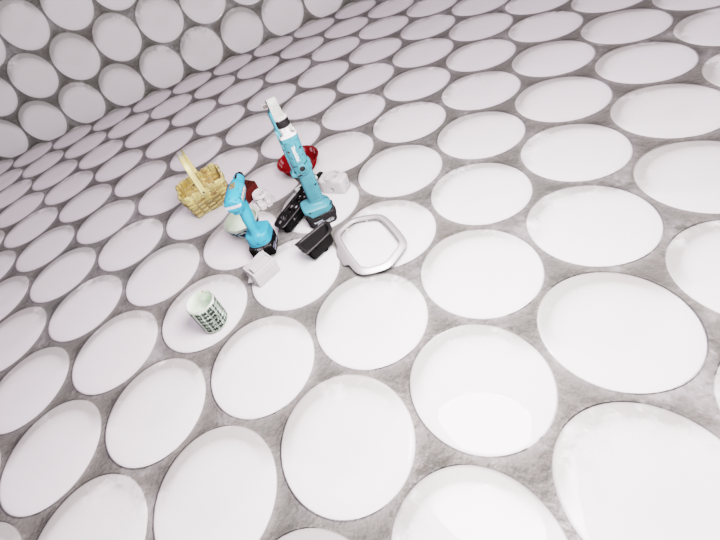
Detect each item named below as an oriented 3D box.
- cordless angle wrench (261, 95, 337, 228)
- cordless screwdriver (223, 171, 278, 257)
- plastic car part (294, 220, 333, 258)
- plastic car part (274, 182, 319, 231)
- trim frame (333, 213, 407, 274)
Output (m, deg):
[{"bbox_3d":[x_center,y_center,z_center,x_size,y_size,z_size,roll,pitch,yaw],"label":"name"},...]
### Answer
[{"bbox_3d":[-0.172,-0.298,1.197,0.098,0.403,0.078,-23,44,-2],"label":"cordless angle wrench"},{"bbox_3d":[-0.325,-0.164,1.257,0.075,0.237,0.165,-14,45,8],"label":"cordless screwdriver"},{"bbox_3d":[-0.118,-0.077,1.209,0.115,0.067,0.070,-40,47,-16],"label":"plastic car part"},{"bbox_3d":[-0.202,-0.198,1.359,0.070,0.064,0.202,17,58,34],"label":"plastic car part"},{"bbox_3d":[0.020,-0.078,1.179,0.183,0.026,0.262,-29,45,-4],"label":"trim frame"}]
